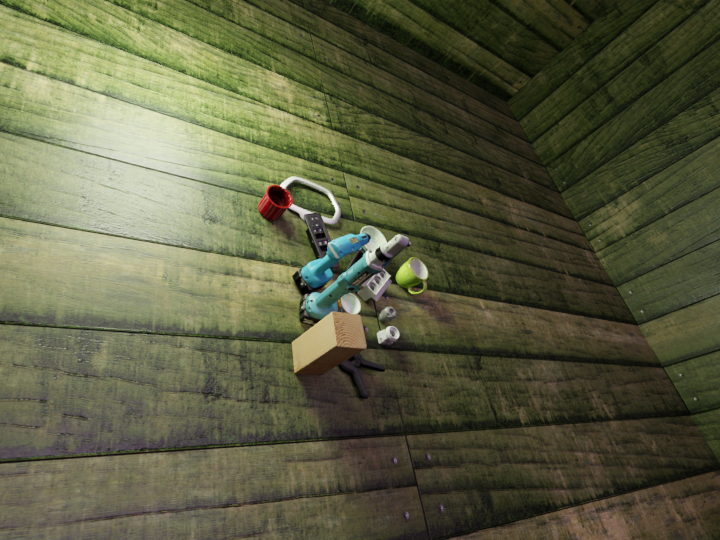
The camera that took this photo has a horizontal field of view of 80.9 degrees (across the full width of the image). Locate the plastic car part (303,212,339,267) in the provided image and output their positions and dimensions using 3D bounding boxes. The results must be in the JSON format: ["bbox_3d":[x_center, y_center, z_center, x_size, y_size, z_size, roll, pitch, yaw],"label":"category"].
[{"bbox_3d":[-0.135,-0.088,1.378,0.063,0.068,0.210,-7,62,-42],"label":"plastic car part"}]

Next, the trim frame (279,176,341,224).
[{"bbox_3d":[-0.176,-0.246,1.501,0.238,0.028,0.190,19,48,-25],"label":"trim frame"}]

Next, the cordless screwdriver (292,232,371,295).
[{"bbox_3d":[-0.082,-0.026,1.232,0.154,0.252,0.076,-24,78,-47],"label":"cordless screwdriver"}]

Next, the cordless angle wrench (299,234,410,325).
[{"bbox_3d":[-0.024,0.027,1.102,0.094,0.429,0.076,22,49,-28],"label":"cordless angle wrench"}]

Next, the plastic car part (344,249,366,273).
[{"bbox_3d":[-0.018,-0.007,1.401,0.065,0.072,0.117,38,43,-11],"label":"plastic car part"}]
